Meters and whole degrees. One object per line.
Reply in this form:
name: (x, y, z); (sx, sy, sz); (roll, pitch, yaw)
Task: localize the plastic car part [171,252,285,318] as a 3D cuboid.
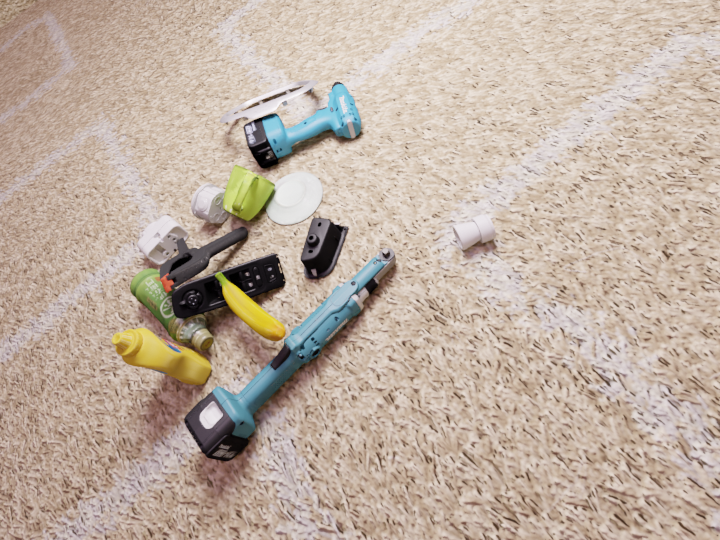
plastic car part: (-0.244, 0.023, 0.769); (0.198, 0.064, 0.071); (-22, 27, -20)

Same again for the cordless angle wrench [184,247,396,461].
cordless angle wrench: (-0.091, 0.117, 0.685); (0.421, 0.093, 0.078); (-45, 60, -11)

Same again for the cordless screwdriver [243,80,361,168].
cordless screwdriver: (-0.131, -0.330, 0.934); (0.251, 0.071, 0.165); (-17, 58, 7)

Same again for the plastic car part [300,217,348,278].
plastic car part: (-0.075, -0.049, 0.768); (0.069, 0.067, 0.118); (7, 64, 23)

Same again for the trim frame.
trim frame: (-0.213, -0.389, 0.978); (0.252, 0.026, 0.189); (-15, 32, 10)
